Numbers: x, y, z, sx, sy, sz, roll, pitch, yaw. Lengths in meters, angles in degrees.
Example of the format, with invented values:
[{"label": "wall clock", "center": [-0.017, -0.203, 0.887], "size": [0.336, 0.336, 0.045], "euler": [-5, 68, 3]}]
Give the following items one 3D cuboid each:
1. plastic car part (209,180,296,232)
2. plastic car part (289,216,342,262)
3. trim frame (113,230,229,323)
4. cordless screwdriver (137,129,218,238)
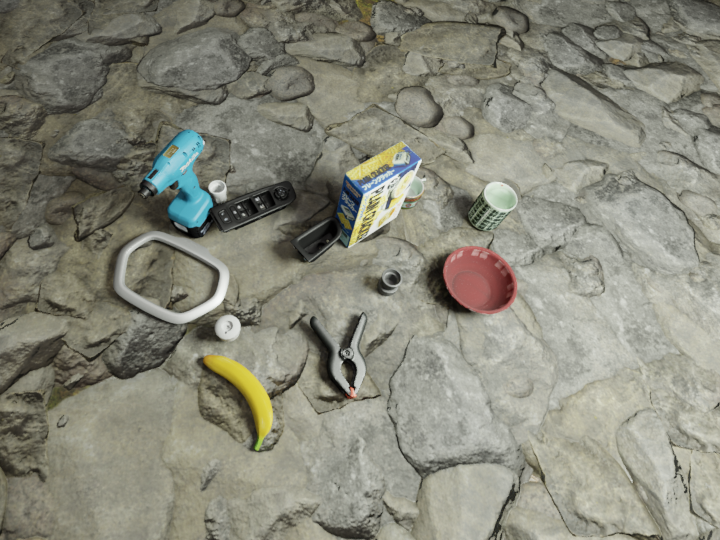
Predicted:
[{"label": "plastic car part", "center": [-0.237, -0.141, 0.967], "size": [0.199, 0.066, 0.069], "euler": [-30, 70, -20]}, {"label": "plastic car part", "center": [-0.091, -0.060, 0.934], "size": [0.115, 0.070, 0.068], "euler": [-37, 73, -23]}, {"label": "trim frame", "center": [-0.398, 0.009, 0.891], "size": [0.252, 0.027, 0.185], "euler": [23, 61, 8]}, {"label": "cordless screwdriver", "center": [-0.365, -0.149, 0.857], "size": [0.075, 0.245, 0.160], "euler": [25, 61, 3]}]
